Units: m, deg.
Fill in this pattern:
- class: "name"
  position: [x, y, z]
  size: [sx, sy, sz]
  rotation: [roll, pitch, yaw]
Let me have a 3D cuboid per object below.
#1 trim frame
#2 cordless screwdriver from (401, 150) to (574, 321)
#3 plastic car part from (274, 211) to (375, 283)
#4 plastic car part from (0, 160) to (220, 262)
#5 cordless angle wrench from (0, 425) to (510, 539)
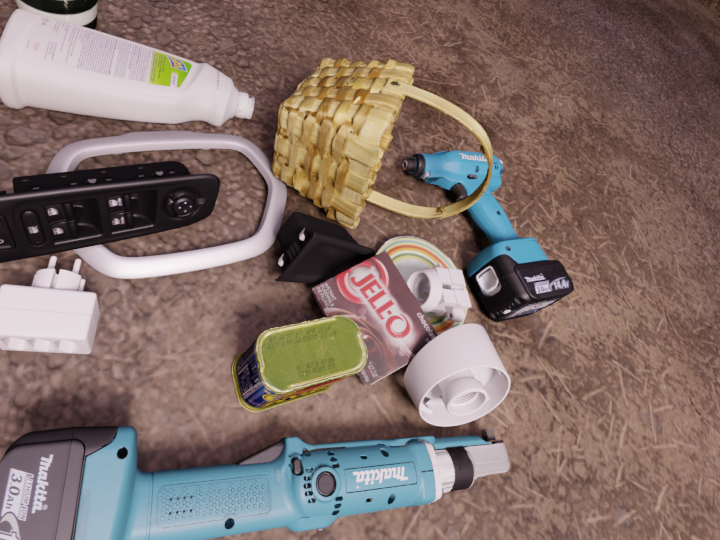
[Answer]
- class: "trim frame"
  position: [-0.194, -0.082, 0.449]
  size: [0.240, 0.027, 0.189]
  rotation: [-14, 69, -27]
- class: "cordless screwdriver"
  position: [0.156, -0.060, 0.562]
  size: [0.154, 0.074, 0.258]
  rotation: [-2, 59, -25]
- class: "plastic car part"
  position: [-0.045, -0.029, 0.457]
  size: [0.111, 0.066, 0.074]
  rotation: [6, 43, -54]
- class: "plastic car part"
  position: [-0.229, -0.061, 0.377]
  size: [0.196, 0.065, 0.071]
  rotation: [-13, 44, -28]
- class: "cordless angle wrench"
  position: [-0.041, 0.172, 0.345]
  size: [0.407, 0.075, 0.101]
  rotation: [5, 62, -24]
